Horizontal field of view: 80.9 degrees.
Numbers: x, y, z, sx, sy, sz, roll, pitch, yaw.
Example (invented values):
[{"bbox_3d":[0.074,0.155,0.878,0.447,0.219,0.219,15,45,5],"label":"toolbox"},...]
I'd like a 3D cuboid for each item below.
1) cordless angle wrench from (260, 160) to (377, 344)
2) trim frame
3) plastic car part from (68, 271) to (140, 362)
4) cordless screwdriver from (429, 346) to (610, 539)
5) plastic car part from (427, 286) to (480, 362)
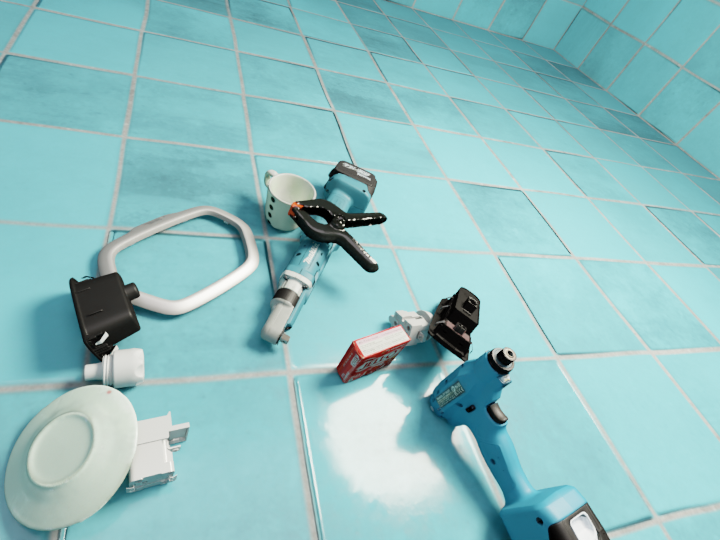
[{"bbox_3d":[-0.071,-0.046,0.726,0.098,0.074,0.426,24,45,-1],"label":"cordless angle wrench"},{"bbox_3d":[-0.269,-0.026,0.650,0.190,0.027,0.243,39,47,14],"label":"trim frame"},{"bbox_3d":[-0.311,0.043,0.525,0.069,0.064,0.122,-22,58,-20],"label":"plastic car part"},{"bbox_3d":[0.192,0.225,0.505,0.071,0.158,0.260,-7,54,-32],"label":"cordless screwdriver"},{"bbox_3d":[0.156,0.068,0.668,0.068,0.067,0.199,30,15,9],"label":"plastic car part"}]
